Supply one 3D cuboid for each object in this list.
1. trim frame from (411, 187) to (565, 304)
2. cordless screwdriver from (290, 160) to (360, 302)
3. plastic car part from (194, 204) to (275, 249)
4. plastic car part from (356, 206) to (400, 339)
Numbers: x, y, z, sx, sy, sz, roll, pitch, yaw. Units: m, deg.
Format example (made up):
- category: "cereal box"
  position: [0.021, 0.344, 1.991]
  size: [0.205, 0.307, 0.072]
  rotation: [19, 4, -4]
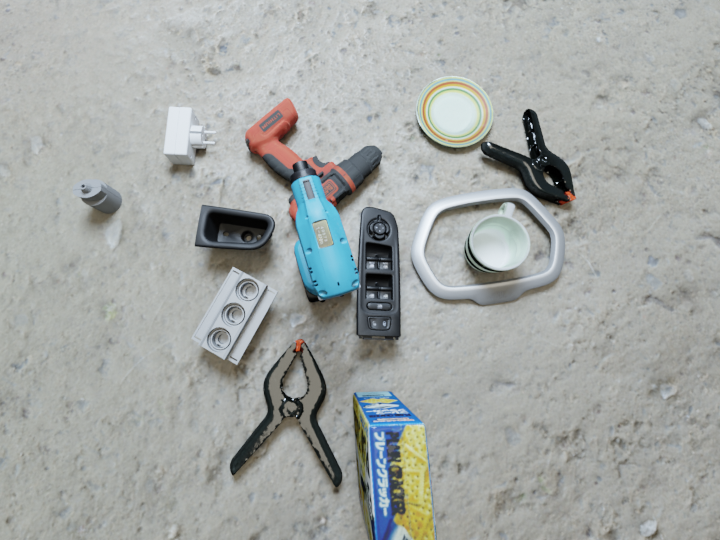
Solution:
- category: "trim frame"
  position: [0.205, -0.039, 0.683]
  size: [0.248, 0.027, 0.186]
  rotation: [-9, 80, -2]
- category: "cordless screwdriver"
  position: [-0.056, -0.037, 0.571]
  size: [0.074, 0.247, 0.161]
  rotation: [-17, 84, -7]
- category: "plastic car part"
  position: [-0.190, -0.059, 0.664]
  size: [0.117, 0.070, 0.066]
  rotation: [7, 81, 0]
- category: "plastic car part"
  position: [0.026, 0.003, 0.655]
  size: [0.066, 0.066, 0.205]
  rotation: [2, 80, -3]
